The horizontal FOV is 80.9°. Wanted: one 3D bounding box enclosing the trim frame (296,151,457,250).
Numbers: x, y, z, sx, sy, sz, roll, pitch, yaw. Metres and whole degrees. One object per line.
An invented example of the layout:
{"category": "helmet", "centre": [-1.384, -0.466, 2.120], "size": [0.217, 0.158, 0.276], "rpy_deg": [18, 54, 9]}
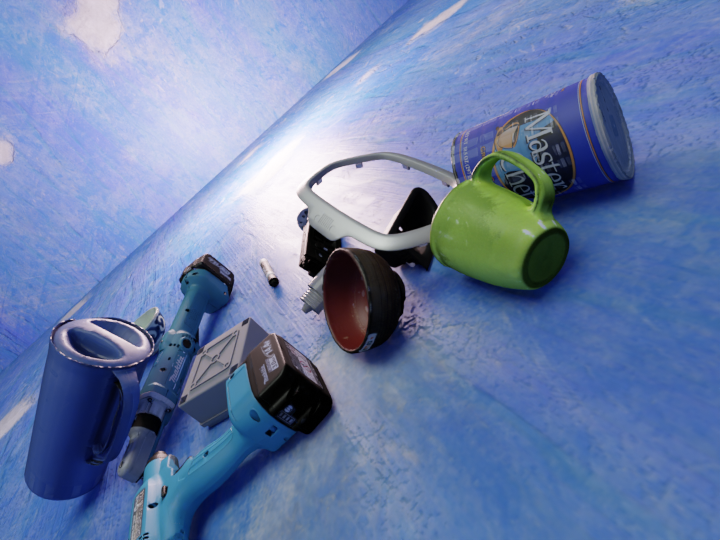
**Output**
{"category": "trim frame", "centre": [0.023, -0.095, 0.533], "size": [0.181, 0.026, 0.263], "rpy_deg": [-31, 43, -21]}

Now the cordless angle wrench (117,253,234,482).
{"category": "cordless angle wrench", "centre": [-0.308, 0.135, 0.715], "size": [0.075, 0.093, 0.435], "rpy_deg": [-34, 31, 22]}

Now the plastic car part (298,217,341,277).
{"category": "plastic car part", "centre": [-0.069, -0.045, 0.703], "size": [0.067, 0.064, 0.208], "rpy_deg": [-57, 19, 30]}

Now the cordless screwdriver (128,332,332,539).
{"category": "cordless screwdriver", "centre": [-0.153, 0.182, 0.464], "size": [0.248, 0.071, 0.166], "rpy_deg": [-48, 27, -4]}

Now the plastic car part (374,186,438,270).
{"category": "plastic car part", "centre": [0.056, -0.048, 0.549], "size": [0.072, 0.064, 0.117], "rpy_deg": [-37, 19, 43]}
